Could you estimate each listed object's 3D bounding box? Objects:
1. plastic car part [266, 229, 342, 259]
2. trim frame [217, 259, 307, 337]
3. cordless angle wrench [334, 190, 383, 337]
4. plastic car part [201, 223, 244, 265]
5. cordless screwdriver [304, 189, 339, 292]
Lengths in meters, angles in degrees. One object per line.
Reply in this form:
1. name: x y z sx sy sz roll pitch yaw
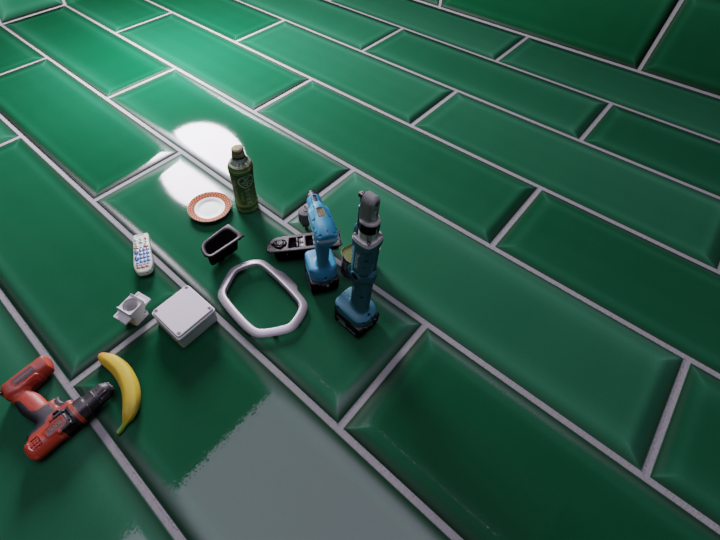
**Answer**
1. plastic car part: -0.154 -0.066 1.153 0.202 0.065 0.069 -4 52 -4
2. trim frame: -0.248 0.067 1.071 0.181 0.027 0.260 -38 61 -26
3. cordless angle wrench: 0.004 -0.003 0.883 0.102 0.411 0.073 39 59 23
4. plastic car part: -0.377 -0.059 1.144 0.069 0.069 0.115 33 58 21
5. cordless screwdriver: -0.102 -0.067 1.041 0.073 0.242 0.166 -11 54 -13
